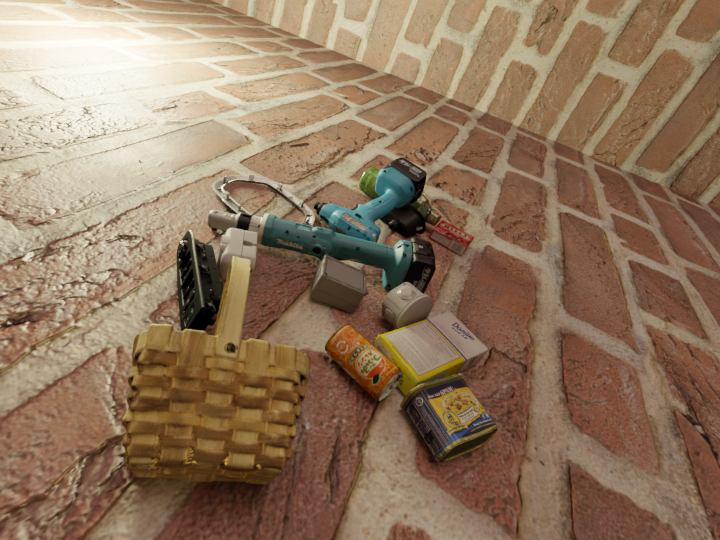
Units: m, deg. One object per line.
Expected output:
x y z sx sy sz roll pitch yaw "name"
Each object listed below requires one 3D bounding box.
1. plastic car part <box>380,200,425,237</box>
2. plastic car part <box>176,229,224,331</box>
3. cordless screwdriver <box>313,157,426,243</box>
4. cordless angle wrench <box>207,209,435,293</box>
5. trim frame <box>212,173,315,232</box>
0.090 -0.122 0.998 0.069 0.064 0.122 -29 59 -31 "plastic car part"
-0.243 0.011 0.643 0.064 0.066 0.214 7 35 -36 "plastic car part"
0.025 -0.162 0.946 0.166 0.072 0.246 34 60 20 "cordless screwdriver"
-0.077 -0.050 0.788 0.421 0.096 0.076 14 38 -2 "cordless angle wrench"
-0.207 -0.147 0.911 0.260 0.027 0.178 40 40 24 "trim frame"
